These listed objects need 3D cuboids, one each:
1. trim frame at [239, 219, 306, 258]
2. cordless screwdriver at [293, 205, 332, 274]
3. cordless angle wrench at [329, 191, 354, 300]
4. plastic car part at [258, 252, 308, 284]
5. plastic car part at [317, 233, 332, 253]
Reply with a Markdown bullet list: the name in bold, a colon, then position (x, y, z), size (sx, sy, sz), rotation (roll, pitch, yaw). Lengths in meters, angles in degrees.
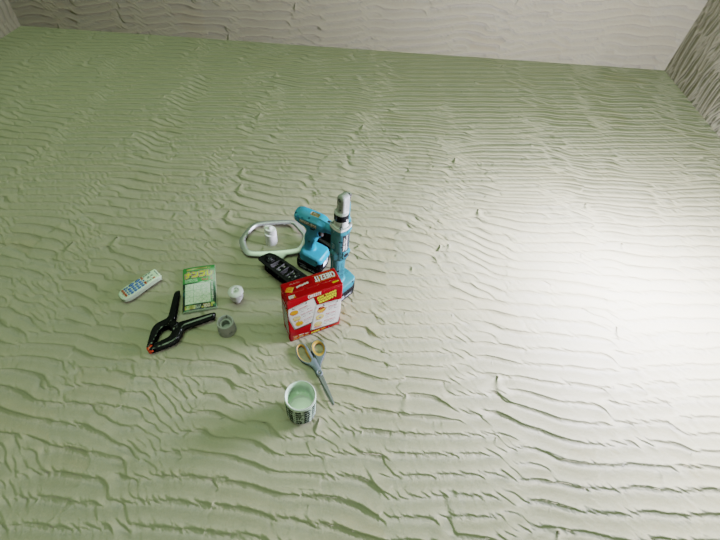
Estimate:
- **trim frame**: position (-0.310, -0.112, 1.515), size (0.247, 0.027, 0.191), rotation (-4, 50, -3)
- **cordless screwdriver**: position (-0.132, -0.087, 1.353), size (0.165, 0.241, 0.074), rotation (26, 53, 17)
- **cordless angle wrench**: position (-0.059, -0.060, 1.220), size (0.096, 0.411, 0.078), rotation (-35, 61, -29)
- **plastic car part**: position (-0.251, 0.008, 1.388), size (0.212, 0.065, 0.065), rotation (35, 57, 25)
- **plastic car part**: position (-0.114, -0.095, 1.473), size (0.122, 0.069, 0.065), rotation (32, 55, 23)
